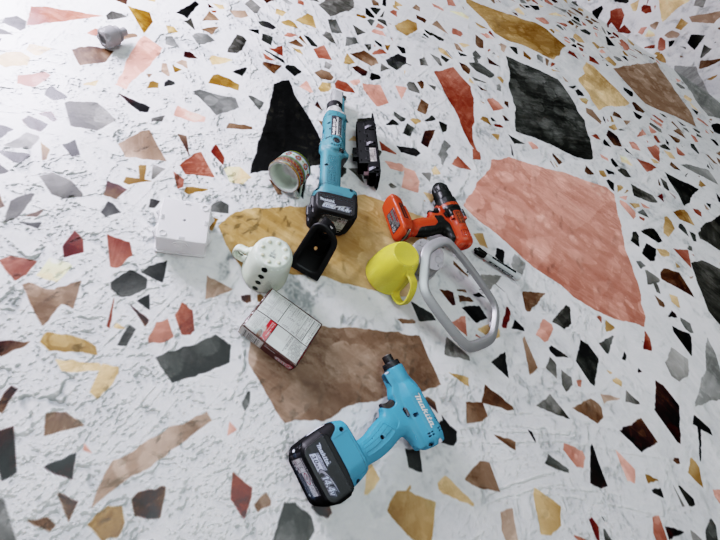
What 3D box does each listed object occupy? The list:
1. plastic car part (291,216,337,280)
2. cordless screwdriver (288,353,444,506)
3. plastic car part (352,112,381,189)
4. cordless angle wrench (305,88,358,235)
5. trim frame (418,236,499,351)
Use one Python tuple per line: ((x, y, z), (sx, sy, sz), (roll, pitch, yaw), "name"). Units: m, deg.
((-0.078, -0.051, 0.794), (0.065, 0.116, 0.072), (30, 31, -6), "plastic car part")
((0.005, 0.241, 0.664), (0.240, 0.074, 0.164), (-16, 68, -33), "cordless screwdriver")
((0.014, -0.287, 1.002), (0.068, 0.064, 0.208), (-2, 60, 5), "plastic car part")
((-0.061, -0.274, 0.957), (0.095, 0.074, 0.435), (11, 55, -17), "cordless angle wrench")
((0.198, 0.047, 0.844), (0.244, 0.028, 0.182), (49, 54, -9), "trim frame")
